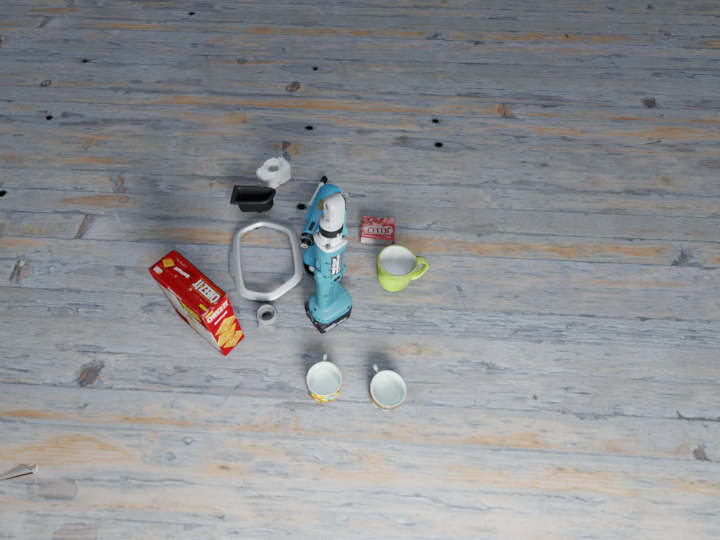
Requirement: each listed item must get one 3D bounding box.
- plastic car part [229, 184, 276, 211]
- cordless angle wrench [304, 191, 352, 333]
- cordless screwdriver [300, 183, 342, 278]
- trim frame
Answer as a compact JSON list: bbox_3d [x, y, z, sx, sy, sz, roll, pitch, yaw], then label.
[{"bbox_3d":[-0.284,-0.184,1.138,0.117,0.069,0.068,4,58,1],"label":"plastic car part"},{"bbox_3d":[-0.059,-0.004,0.818,0.096,0.412,0.077,-29,65,-21],"label":"cordless angle wrench"},{"bbox_3d":[-0.093,-0.061,0.956,0.076,0.242,0.160,18,59,6],"label":"cordless screwdriver"},{"bbox_3d":[-0.242,-0.032,1.065,0.182,0.027,0.258,-10,58,-7],"label":"trim frame"}]
